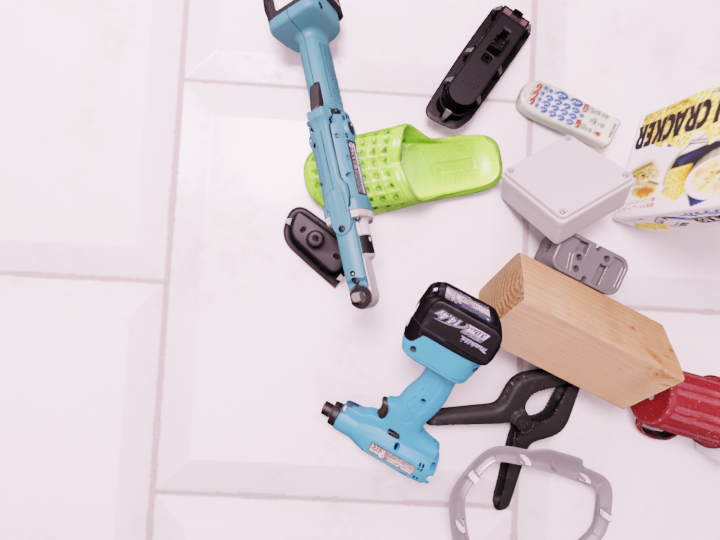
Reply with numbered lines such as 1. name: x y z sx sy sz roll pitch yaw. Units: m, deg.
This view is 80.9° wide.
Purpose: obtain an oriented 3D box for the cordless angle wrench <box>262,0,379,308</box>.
1. cordless angle wrench: -0.035 -0.164 0.512 0.076 0.093 0.429 -18 78 26

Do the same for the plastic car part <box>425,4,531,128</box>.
1. plastic car part: 0.167 -0.279 0.571 0.065 0.068 0.203 36 85 -9

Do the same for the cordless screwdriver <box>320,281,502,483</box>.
1. cordless screwdriver: 0.056 0.132 0.523 0.163 0.073 0.247 25 110 11

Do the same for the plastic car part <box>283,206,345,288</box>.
1. plastic car part: -0.055 -0.036 0.559 0.116 0.071 0.066 39 86 -5

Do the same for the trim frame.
1. trim frame: 0.228 0.319 0.555 0.244 0.028 0.184 21 93 -10
